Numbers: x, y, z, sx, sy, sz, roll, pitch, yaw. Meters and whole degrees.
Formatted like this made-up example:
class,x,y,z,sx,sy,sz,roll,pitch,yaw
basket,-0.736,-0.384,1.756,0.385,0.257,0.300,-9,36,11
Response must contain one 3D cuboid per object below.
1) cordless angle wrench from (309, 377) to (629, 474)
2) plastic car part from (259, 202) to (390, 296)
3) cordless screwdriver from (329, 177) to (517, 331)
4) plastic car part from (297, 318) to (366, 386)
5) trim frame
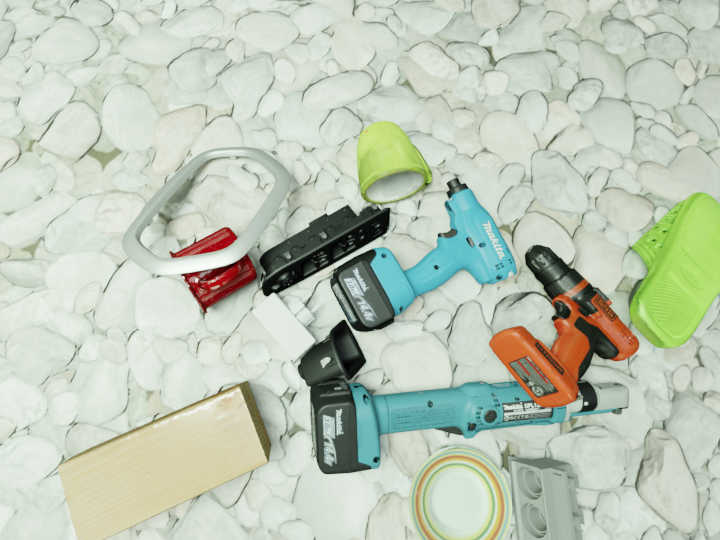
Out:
class,x,y,z,sx,sy,sz,roll,pitch,yaw
cordless angle wrench,0.150,0.175,0.538,0.417,0.076,0.097,-3,96,-8
plastic car part,-0.057,-0.037,0.581,0.201,0.065,0.069,-34,74,-10
cordless screwdriver,0.077,-0.024,0.581,0.245,0.074,0.162,-22,80,-12
plastic car part,-0.043,0.111,0.529,0.072,0.114,0.067,-30,85,12
trim frame,-0.196,-0.088,0.552,0.189,0.026,0.251,12,54,14
